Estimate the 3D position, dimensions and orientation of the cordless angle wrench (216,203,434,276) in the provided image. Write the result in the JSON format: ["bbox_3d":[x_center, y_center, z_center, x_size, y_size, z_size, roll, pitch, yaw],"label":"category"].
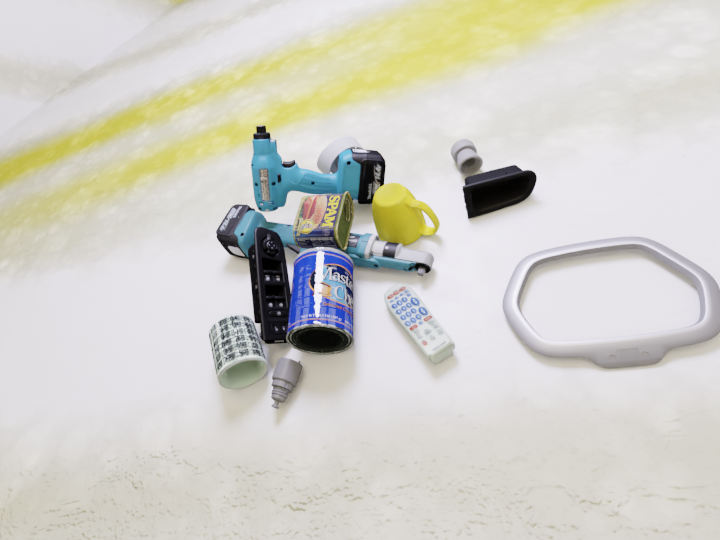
[{"bbox_3d":[-0.076,-0.050,0.779,0.442,0.071,0.098,10,60,27],"label":"cordless angle wrench"}]

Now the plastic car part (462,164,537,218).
[{"bbox_3d":[0.228,-0.146,0.723,0.118,0.063,0.073,-17,37,7],"label":"plastic car part"}]

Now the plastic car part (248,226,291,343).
[{"bbox_3d":[-0.160,0.025,0.734,0.069,0.063,0.207,-26,67,50],"label":"plastic car part"}]

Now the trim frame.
[{"bbox_3d":[0.323,0.037,0.563,0.254,0.026,0.190,-11,51,15],"label":"trim frame"}]

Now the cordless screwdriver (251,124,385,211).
[{"bbox_3d":[-0.081,-0.196,0.794,0.249,0.155,0.076,-2,22,0],"label":"cordless screwdriver"}]
